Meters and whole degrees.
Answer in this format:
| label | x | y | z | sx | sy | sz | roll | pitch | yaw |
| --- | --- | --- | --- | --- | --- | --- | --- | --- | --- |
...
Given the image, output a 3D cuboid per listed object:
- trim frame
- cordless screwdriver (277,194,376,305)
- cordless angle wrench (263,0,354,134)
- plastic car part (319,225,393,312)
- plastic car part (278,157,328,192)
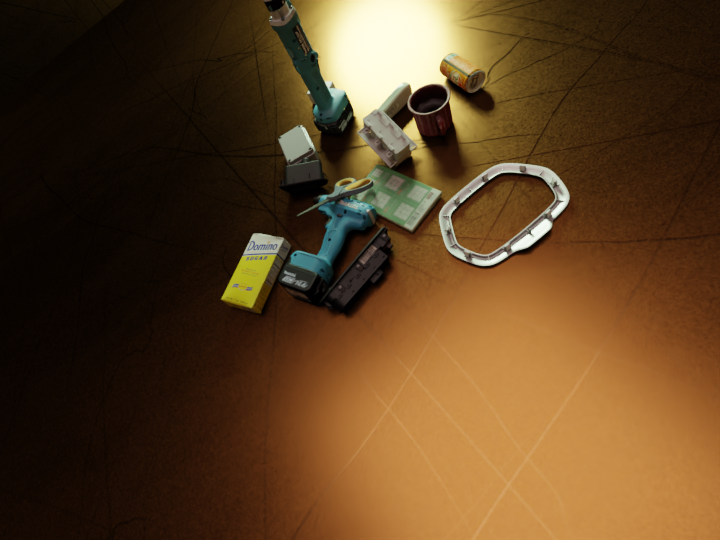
| label | x | y | z | sx | sy | sz | roll | pitch | yaw |
| --- | --- | --- | --- | --- | --- | --- | --- | --- | --- |
| trim frame | 0.268 | -0.115 | 0.809 | 0.248 | 0.026 | 0.194 | -38 | 56 | -1 |
| cordless screwdriver | -0.089 | -0.058 | 0.914 | 0.168 | 0.070 | 0.249 | 21 | 70 | 32 |
| cordless angle wrench | -0.127 | -0.480 | 0.953 | 0.078 | 0.401 | 0.098 | 21 | 73 | 29 |
| plastic car part | 0.000 | 0.009 | 0.847 | 0.068 | 0.065 | 0.202 | 44 | 85 | 8 |
| plastic car part | -0.136 | -0.234 | 1.022 | 0.119 | 0.064 | 0.071 | -11 | 84 | 17 |
